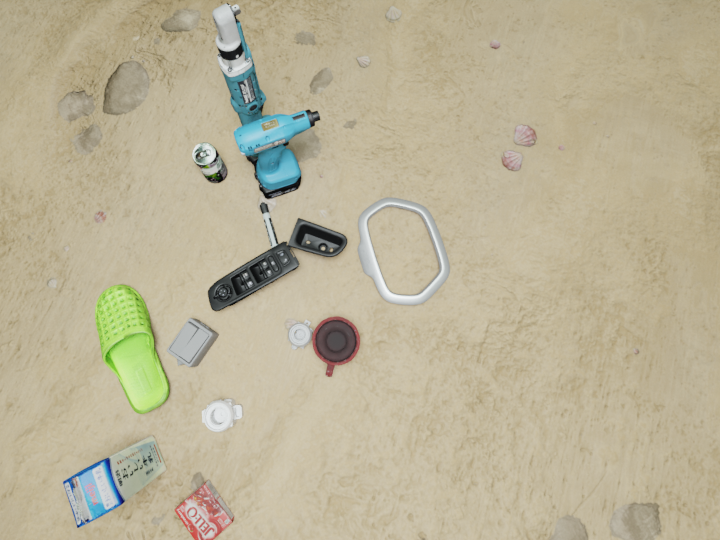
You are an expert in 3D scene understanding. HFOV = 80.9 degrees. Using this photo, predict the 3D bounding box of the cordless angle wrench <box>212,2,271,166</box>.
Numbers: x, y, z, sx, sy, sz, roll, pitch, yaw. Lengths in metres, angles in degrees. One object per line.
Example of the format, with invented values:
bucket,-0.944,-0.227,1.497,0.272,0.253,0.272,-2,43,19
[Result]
cordless angle wrench,-0.214,-0.327,0.799,0.097,0.418,0.076,-32,83,-9

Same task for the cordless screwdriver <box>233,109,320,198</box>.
cordless screwdriver,-0.157,-0.238,0.864,0.158,0.246,0.076,-21,81,-7

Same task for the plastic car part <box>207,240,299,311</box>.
plastic car part,-0.228,0.017,0.894,0.202,0.066,0.068,-30,80,-6

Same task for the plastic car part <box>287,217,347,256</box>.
plastic car part,-0.089,-0.058,0.908,0.118,0.070,0.066,19,78,4

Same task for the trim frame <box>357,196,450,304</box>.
trim frame,0.089,-0.046,0.924,0.183,0.027,0.253,-16,76,-3
